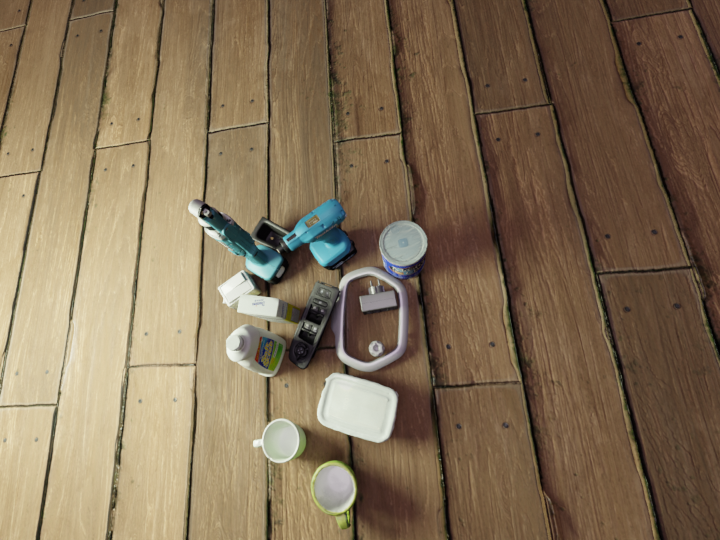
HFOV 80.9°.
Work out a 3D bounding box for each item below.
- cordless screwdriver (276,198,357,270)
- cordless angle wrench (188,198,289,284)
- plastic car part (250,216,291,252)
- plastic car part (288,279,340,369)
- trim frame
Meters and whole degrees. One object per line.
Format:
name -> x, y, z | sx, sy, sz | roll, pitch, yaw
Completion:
cordless screwdriver -> -0.094, -0.062, 0.964 | 0.159, 0.241, 0.077 | -35, 74, -3
cordless angle wrench -> -0.258, -0.060, 0.906 | 0.101, 0.410, 0.074 | 29, 80, 13
plastic car part -> -0.213, -0.078, 1.084 | 0.120, 0.068, 0.066 | 27, 80, 16
plastic car part -> -0.110, 0.130, 1.001 | 0.068, 0.065, 0.204 | 20, 78, 14
trim frame -> 0.020, 0.111, 1.001 | 0.188, 0.026, 0.252 | -1, 73, 11
